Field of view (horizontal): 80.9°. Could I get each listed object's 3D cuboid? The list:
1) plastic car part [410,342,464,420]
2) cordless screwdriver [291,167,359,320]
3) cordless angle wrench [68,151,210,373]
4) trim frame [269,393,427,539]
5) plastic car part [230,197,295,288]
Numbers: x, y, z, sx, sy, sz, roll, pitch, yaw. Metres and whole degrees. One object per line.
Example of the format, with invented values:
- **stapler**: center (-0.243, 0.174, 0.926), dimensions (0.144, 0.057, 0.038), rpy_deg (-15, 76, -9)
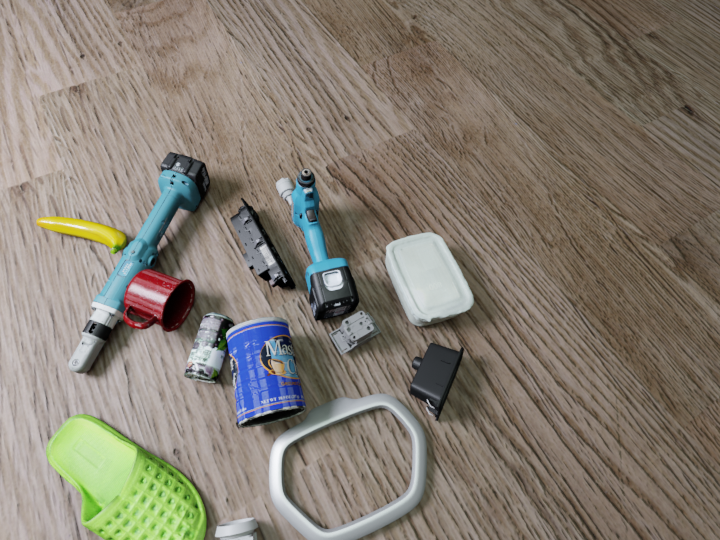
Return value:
- **plastic car part**: center (0.118, 0.170, 0.693), dimensions (0.074, 0.063, 0.117), rpy_deg (17, 57, 20)
- **cordless screwdriver**: center (-0.073, -0.048, 0.747), dimensions (0.073, 0.156, 0.257), rpy_deg (-12, 65, -13)
- **cordless angle wrench**: center (-0.396, -0.024, 0.760), dimensions (0.075, 0.096, 0.427), rpy_deg (17, 65, 0)
- **trim frame**: center (-0.016, 0.288, 0.636), dimensions (0.245, 0.027, 0.191), rpy_deg (-21, 65, -11)
- **plastic car part**: center (-0.193, -0.046, 0.799), dimensions (0.067, 0.063, 0.211), rpy_deg (-32, 66, 8)
